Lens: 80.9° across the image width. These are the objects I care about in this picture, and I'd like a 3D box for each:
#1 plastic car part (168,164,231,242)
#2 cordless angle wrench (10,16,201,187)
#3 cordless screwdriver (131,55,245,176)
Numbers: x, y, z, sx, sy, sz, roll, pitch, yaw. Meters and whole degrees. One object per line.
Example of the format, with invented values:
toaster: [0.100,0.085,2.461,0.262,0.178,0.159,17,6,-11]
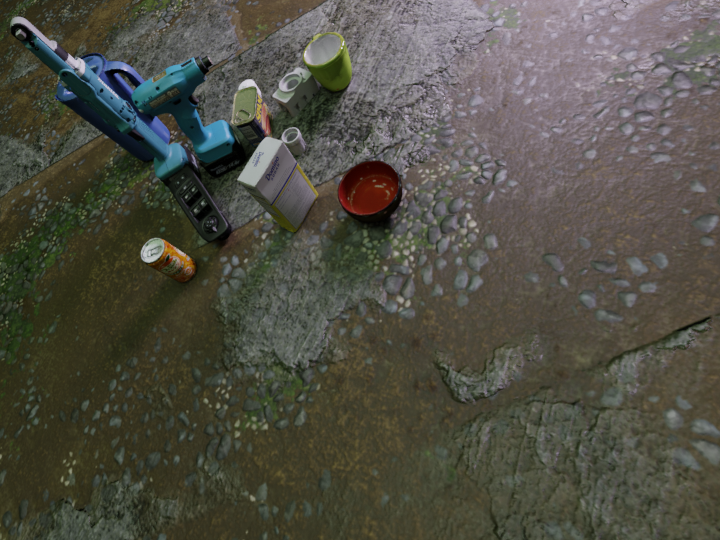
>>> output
plastic car part: [-0.327,-0.128,0.876,0.066,0.064,0.213,-40,59,-1]
cordless angle wrench: [-0.466,-0.300,0.813,0.075,0.403,0.102,-29,62,4]
cordless screwdriver: [-0.313,-0.307,0.853,0.160,0.237,0.077,-27,62,6]
